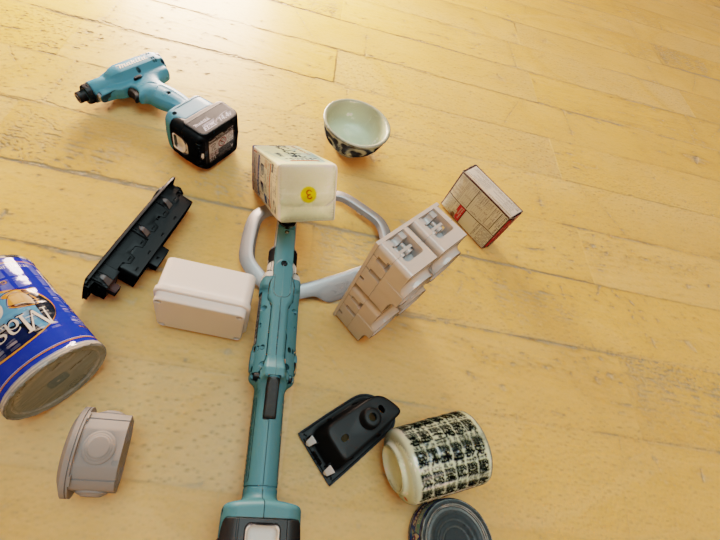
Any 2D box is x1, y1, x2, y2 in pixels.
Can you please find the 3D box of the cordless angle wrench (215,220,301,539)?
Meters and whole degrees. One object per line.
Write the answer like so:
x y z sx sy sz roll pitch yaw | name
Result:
-0.101 0.109 0.487 0.073 0.097 0.435 8 56 -14 | cordless angle wrench

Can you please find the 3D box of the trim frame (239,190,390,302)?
-0.063 -0.041 0.641 0.241 0.027 0.191 -18 63 -26 | trim frame

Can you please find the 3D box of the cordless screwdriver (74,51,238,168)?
-0.328 -0.260 0.687 0.256 0.073 0.157 38 57 15 | cordless screwdriver

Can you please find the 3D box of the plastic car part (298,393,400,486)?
-0.003 0.179 0.486 0.114 0.070 0.068 -29 73 -26 | plastic car part

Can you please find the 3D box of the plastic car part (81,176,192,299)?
-0.285 -0.045 0.564 0.066 0.067 0.206 24 54 -13 | plastic car part
